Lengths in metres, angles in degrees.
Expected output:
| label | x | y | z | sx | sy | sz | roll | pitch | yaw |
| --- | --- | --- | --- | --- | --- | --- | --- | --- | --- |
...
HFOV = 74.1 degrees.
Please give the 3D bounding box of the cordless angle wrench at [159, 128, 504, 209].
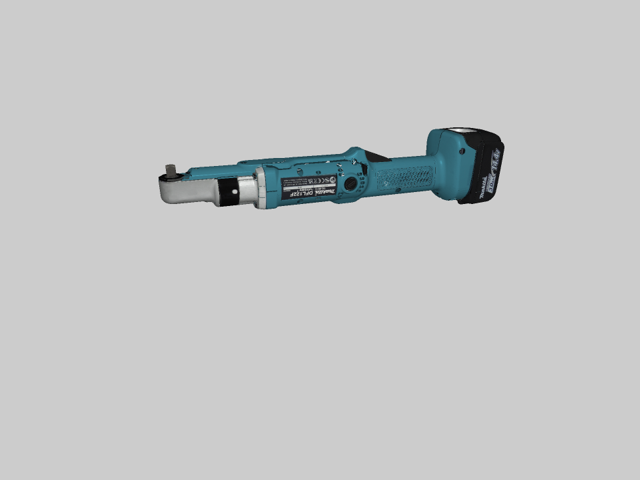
| label | x | y | z | sx | sy | sz | roll | pitch | yaw |
| --- | --- | --- | --- | --- | --- | --- | --- | --- | --- |
| cordless angle wrench | 0.028 | -0.078 | 0.518 | 0.422 | 0.098 | 0.074 | -8 | 25 | -19 |
